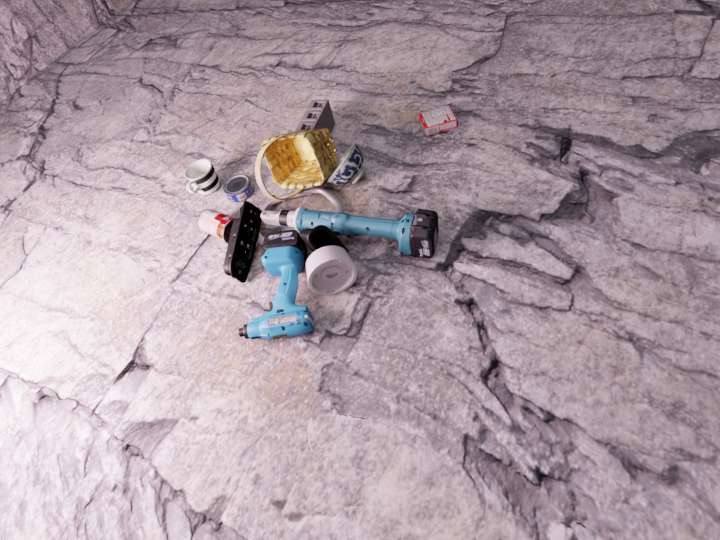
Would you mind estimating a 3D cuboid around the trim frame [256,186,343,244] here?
[{"bbox_3d":[-0.165,-0.138,1.087,0.251,0.026,0.191,-12,51,7],"label":"trim frame"}]

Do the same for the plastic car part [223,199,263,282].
[{"bbox_3d":[-0.297,-0.069,1.041,0.069,0.063,0.207,-11,62,25],"label":"plastic car part"}]

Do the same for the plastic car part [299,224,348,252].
[{"bbox_3d":[-0.094,-0.062,0.962,0.075,0.111,0.066,12,60,50],"label":"plastic car part"}]

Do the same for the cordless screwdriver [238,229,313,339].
[{"bbox_3d":[-0.190,0.034,0.942,0.161,0.071,0.257,-12,56,9],"label":"cordless screwdriver"}]

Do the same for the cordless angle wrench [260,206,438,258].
[{"bbox_3d":[-0.043,-0.104,0.969,0.439,0.093,0.075,9,61,21],"label":"cordless angle wrench"}]
